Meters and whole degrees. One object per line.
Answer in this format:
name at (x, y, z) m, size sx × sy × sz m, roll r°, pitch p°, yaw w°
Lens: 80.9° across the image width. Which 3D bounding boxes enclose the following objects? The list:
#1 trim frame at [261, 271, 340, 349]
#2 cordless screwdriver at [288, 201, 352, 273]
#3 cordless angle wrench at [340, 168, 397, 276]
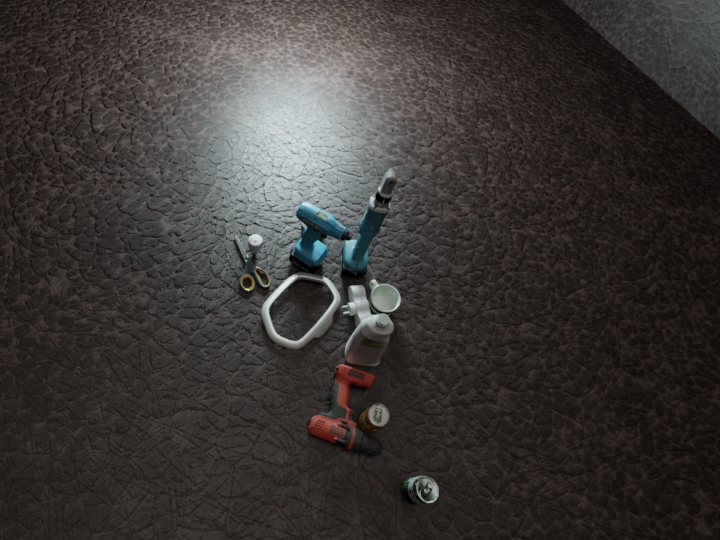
trim frame at (-0.166, 0.109, 1.196) m, size 0.189 × 0.027 × 0.246 m, roll 35°, pitch 59°, yaw 12°
cordless screwdriver at (-0.117, -0.076, 1.192) m, size 0.162 × 0.246 × 0.074 m, roll 32°, pitch 57°, yaw 5°
cordless angle wrench at (0.023, -0.117, 1.141) m, size 0.073 × 0.418 × 0.101 m, roll 7°, pitch 59°, yaw -12°
